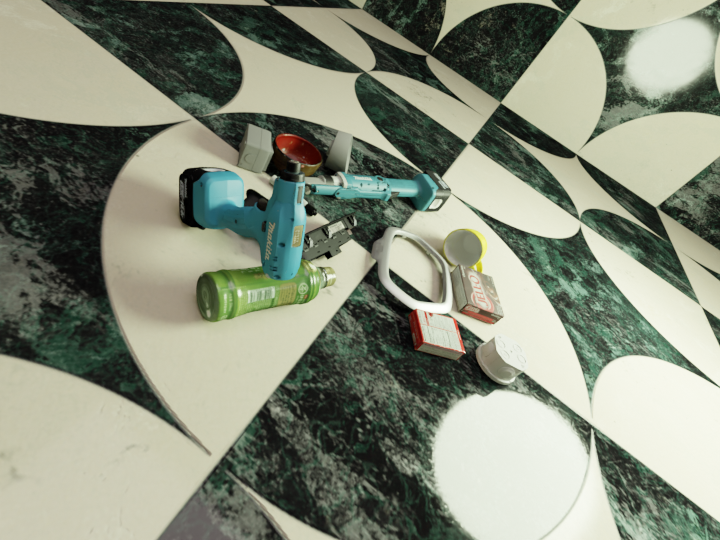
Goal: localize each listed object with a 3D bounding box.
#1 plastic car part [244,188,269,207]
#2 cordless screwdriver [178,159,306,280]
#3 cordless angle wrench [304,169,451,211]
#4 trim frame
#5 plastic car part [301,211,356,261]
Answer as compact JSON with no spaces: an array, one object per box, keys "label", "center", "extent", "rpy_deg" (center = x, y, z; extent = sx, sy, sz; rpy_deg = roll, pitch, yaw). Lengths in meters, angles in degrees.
[{"label":"plastic car part","center":[-0.174,-0.082,0.737],"extent":[0.118,0.065,0.070],"rpy_deg":[34,52,6]},{"label":"cordless screwdriver","center":[-0.173,-0.104,0.619],"extent":[0.263,0.157,0.071],"rpy_deg":[27,26,36]},{"label":"cordless angle wrench","center":[0.035,-0.194,0.993],"extent":[0.405,0.074,0.102],"rpy_deg":[-4,51,-35]},{"label":"trim frame","center":[0.107,-0.005,0.864],"extent":[0.181,0.027,0.252],"rpy_deg":[27,38,-9]},{"label":"plastic car part","center":[-0.075,-0.049,0.768],"extent":[0.196,0.068,0.067],"rpy_deg":[-25,92,-49]}]
